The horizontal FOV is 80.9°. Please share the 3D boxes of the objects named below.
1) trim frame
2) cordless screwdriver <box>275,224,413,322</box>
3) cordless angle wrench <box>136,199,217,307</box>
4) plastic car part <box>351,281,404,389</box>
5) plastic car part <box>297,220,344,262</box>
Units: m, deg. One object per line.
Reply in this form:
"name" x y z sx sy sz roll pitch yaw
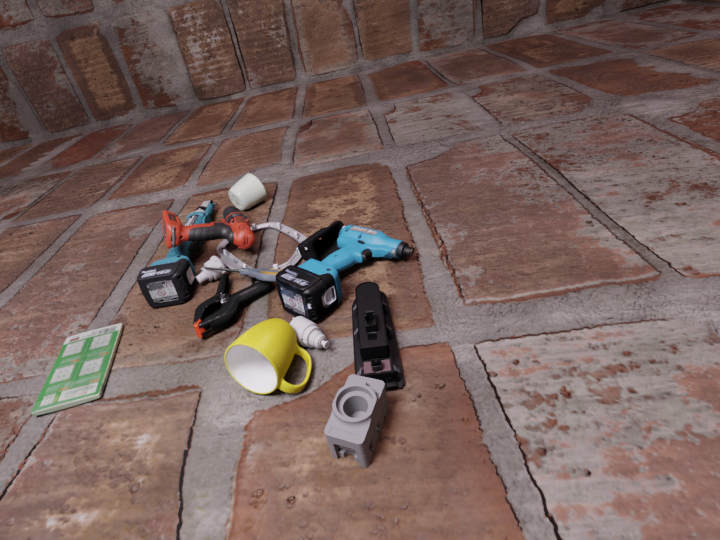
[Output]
"trim frame" -0.226 -0.054 0.953 0.181 0.026 0.263 -34 41 -25
"cordless screwdriver" -0.025 -0.003 0.776 0.168 0.072 0.244 15 40 35
"cordless angle wrench" -0.410 -0.073 1.011 0.098 0.072 0.437 -11 32 1
"plastic car part" 0.016 0.086 0.648 0.067 0.064 0.209 -16 31 7
"plastic car part" -0.087 -0.057 0.888 0.074 0.064 0.115 -4 29 38
